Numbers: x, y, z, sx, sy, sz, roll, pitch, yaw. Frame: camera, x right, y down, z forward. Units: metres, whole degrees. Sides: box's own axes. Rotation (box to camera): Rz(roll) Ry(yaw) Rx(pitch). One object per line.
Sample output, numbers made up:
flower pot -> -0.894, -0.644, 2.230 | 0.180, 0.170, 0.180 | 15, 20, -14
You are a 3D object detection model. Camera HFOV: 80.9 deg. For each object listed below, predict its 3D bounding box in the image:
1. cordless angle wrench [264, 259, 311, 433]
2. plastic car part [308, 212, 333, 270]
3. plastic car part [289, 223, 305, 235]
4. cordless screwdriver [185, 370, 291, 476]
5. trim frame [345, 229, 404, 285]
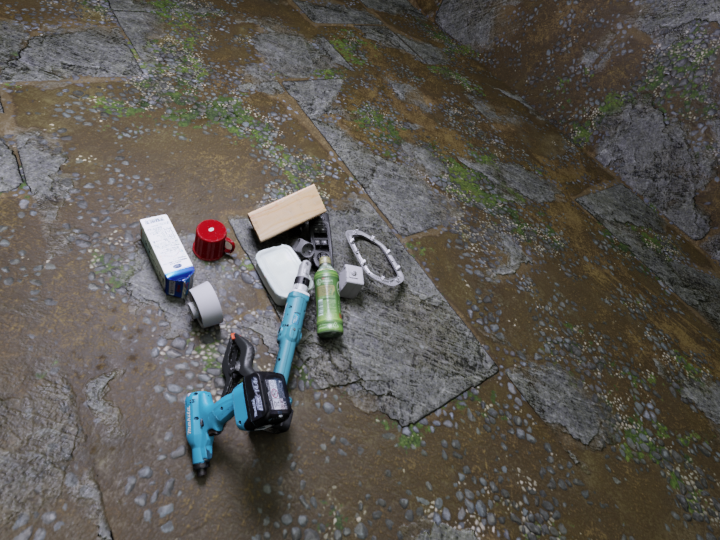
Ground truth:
cordless angle wrench -> -0.170, 0.154, 1.005 | 0.072, 0.099, 0.431 | 21, 55, -19
plastic car part -> -0.124, -0.081, 1.271 | 0.064, 0.067, 0.211 | 5, 52, -22
plastic car part -> -0.222, -0.170, 1.309 | 0.116, 0.071, 0.066 | 27, 47, -3
cordless screwdriver -> -0.249, 0.296, 0.821 | 0.070, 0.255, 0.164 | 23, 48, -52
trim frame -> 0.042, -0.045, 1.287 | 0.175, 0.027, 0.261 | 11, 37, -33
